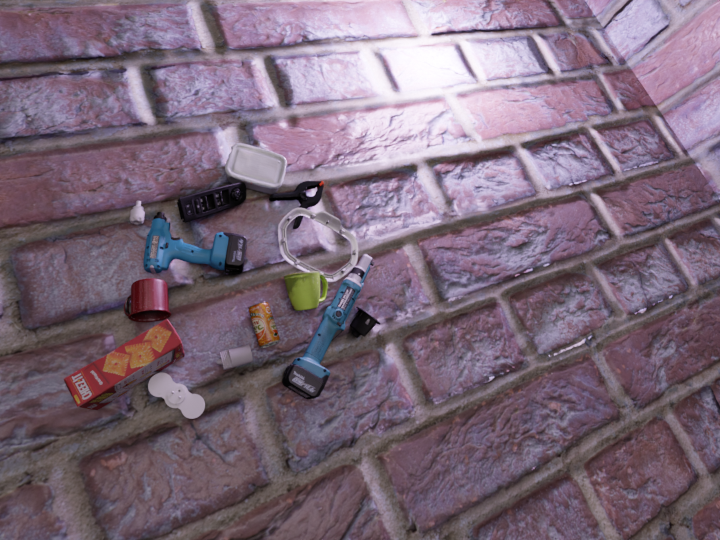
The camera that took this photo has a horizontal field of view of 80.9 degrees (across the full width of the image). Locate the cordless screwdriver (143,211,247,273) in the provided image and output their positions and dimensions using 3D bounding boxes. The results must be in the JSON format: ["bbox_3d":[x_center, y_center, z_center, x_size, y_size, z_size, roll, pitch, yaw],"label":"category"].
[{"bbox_3d":[-0.418,-0.070,1.085,0.244,0.074,0.163,2,69,-11],"label":"cordless screwdriver"}]

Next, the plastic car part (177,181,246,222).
[{"bbox_3d":[-0.396,-0.187,1.127,0.197,0.071,0.065,-26,114,-36],"label":"plastic car part"}]

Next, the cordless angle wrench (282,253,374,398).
[{"bbox_3d":[-0.065,0.123,1.112,0.097,0.075,0.424,30,61,-5],"label":"cordless angle wrench"}]

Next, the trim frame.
[{"bbox_3d":[-0.116,-0.076,1.183,0.243,0.028,0.185,26,68,-11],"label":"trim frame"}]

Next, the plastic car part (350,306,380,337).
[{"bbox_3d":[0.004,0.142,1.107,0.066,0.117,0.071,38,87,-4],"label":"plastic car part"}]
